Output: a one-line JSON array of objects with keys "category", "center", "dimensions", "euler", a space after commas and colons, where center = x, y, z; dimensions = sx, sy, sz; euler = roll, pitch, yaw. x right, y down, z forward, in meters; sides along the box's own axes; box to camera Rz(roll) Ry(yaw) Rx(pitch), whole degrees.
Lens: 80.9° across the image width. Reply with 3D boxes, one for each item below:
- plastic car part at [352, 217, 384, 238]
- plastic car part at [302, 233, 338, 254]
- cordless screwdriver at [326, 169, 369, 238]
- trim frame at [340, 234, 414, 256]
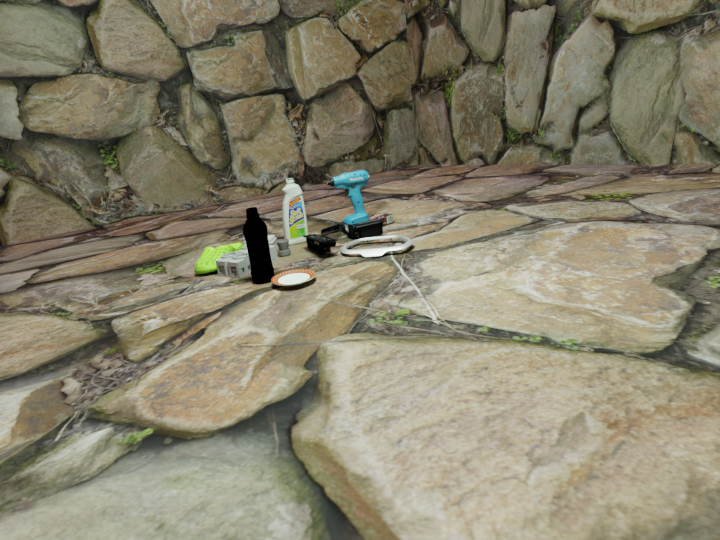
[{"category": "plastic car part", "center": [0.036, -0.145, 1.541], "dimensions": [0.115, 0.069, 0.068], "euler": [-10, 17, -7]}, {"category": "plastic car part", "center": [-0.143, -0.094, 1.467], "dimensions": [0.064, 0.066, 0.212], "euler": [-14, 19, -22]}, {"category": "cordless screwdriver", "center": [-0.038, -0.243, 1.586], "dimensions": [0.156, 0.244, 0.077], "euler": [-12, 16, -17]}, {"category": "trim frame", "center": [0.053, -0.083, 1.414], "dimensions": [0.255, 0.027, 0.183], "euler": [-3, 19, 14]}]
